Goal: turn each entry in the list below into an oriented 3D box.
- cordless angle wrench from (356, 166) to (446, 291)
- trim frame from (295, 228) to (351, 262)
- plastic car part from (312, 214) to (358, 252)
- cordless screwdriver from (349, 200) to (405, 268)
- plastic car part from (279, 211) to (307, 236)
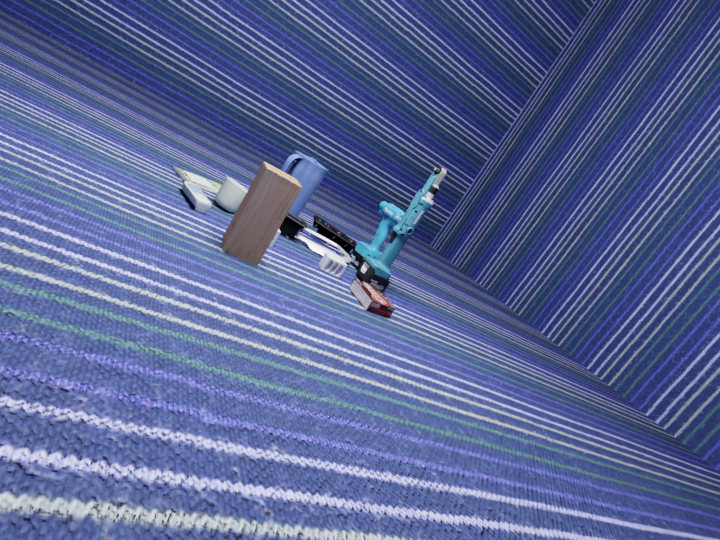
[{"bbox_3d":[0.138,-0.131,1.313,0.093,0.422,0.078,25,15,-33],"label":"cordless angle wrench"},{"bbox_3d":[-0.139,-0.091,1.419,0.244,0.027,0.188,29,13,-10],"label":"trim frame"},{"bbox_3d":[-0.096,-0.124,1.554,0.198,0.067,0.068,28,13,-14],"label":"plastic car part"},{"bbox_3d":[0.051,-0.122,1.472,0.070,0.248,0.168,24,15,-34],"label":"cordless screwdriver"},{"bbox_3d":[-0.232,-0.145,1.311,0.113,0.071,0.068,28,13,-15],"label":"plastic car part"}]
